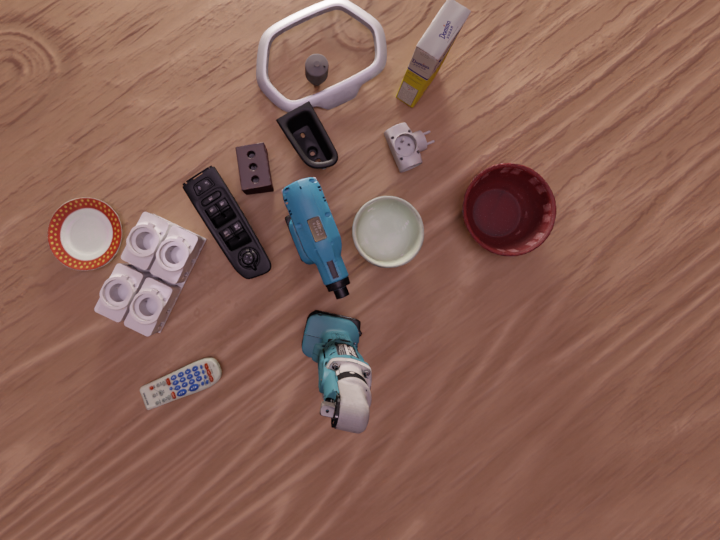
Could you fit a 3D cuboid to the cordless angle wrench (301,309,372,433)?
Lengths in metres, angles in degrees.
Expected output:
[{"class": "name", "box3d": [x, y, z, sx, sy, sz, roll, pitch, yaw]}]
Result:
[{"class": "cordless angle wrench", "box3d": [-0.029, 0.116, 0.548, 0.097, 0.425, 0.074, 12, 89, -6]}]

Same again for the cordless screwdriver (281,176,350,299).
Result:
[{"class": "cordless screwdriver", "box3d": [-0.063, -0.041, 0.642, 0.074, 0.250, 0.159, -22, 92, -5]}]

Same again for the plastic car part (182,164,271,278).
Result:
[{"class": "plastic car part", "box3d": [-0.225, -0.076, 0.732, 0.066, 0.067, 0.203, -32, 89, -4]}]

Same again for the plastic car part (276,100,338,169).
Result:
[{"class": "plastic car part", "box3d": [-0.088, -0.221, 0.739, 0.066, 0.071, 0.117, -30, 90, -4]}]

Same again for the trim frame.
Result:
[{"class": "trim frame", "box3d": [-0.073, -0.388, 0.769, 0.248, 0.027, 0.185, -26, 88, -2]}]
